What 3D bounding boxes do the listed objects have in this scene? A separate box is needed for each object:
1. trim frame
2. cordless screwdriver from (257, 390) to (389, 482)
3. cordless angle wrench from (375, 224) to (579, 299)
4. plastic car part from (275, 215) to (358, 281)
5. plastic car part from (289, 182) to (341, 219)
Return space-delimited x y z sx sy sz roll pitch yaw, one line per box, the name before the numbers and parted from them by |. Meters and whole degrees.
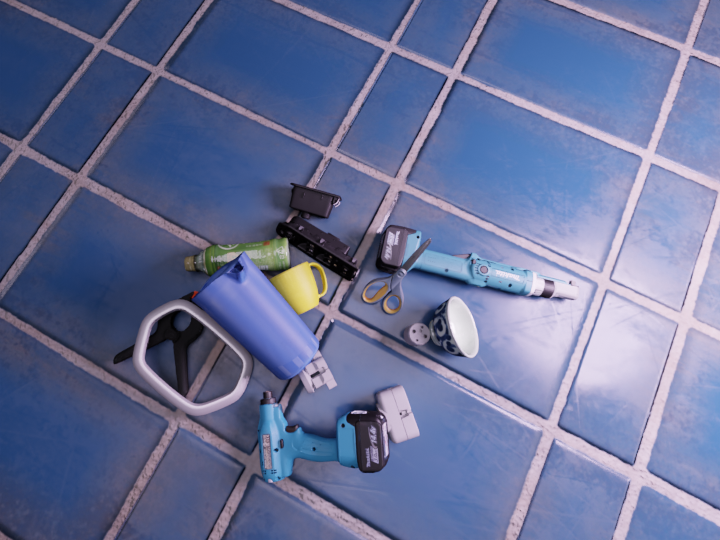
trim frame | -0.334 0.172 0.848 0.248 0.028 0.183 40 74 -1
cordless screwdriver | -0.077 0.299 0.790 0.254 0.071 0.162 -11 75 15
cordless angle wrench | 0.248 0.001 0.892 0.425 0.073 0.099 14 77 2
plastic car part | -0.089 -0.058 0.914 0.206 0.065 0.067 28 67 7
plastic car part | -0.107 -0.148 0.944 0.118 0.065 0.071 14 91 6
